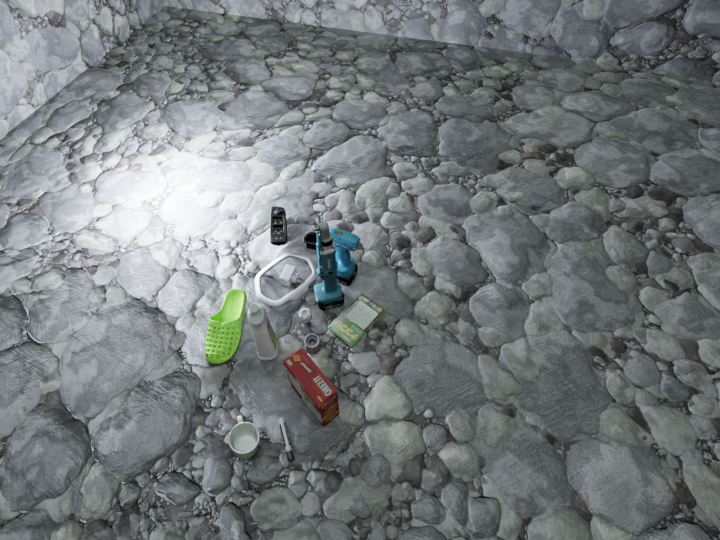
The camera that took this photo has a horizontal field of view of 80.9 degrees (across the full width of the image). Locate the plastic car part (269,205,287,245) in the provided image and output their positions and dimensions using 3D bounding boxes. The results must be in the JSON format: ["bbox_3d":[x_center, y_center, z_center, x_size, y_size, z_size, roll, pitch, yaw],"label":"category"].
[{"bbox_3d":[-0.322,-0.171,1.665,0.066,0.065,0.210,-7,55,-4],"label":"plastic car part"}]

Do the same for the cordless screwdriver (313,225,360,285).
[{"bbox_3d":[-0.084,-0.058,1.460,0.164,0.241,0.074,22,58,15],"label":"cordless screwdriver"}]

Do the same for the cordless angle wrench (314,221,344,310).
[{"bbox_3d":[-0.104,-0.012,1.325,0.097,0.409,0.078,-14,57,-11],"label":"cordless angle wrench"}]

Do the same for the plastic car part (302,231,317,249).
[{"bbox_3d":[-0.157,-0.103,1.603,0.118,0.068,0.067,6,55,7],"label":"plastic car part"}]

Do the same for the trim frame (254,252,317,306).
[{"bbox_3d":[-0.271,0.031,1.542,0.245,0.026,0.193,-38,61,-21],"label":"trim frame"}]
